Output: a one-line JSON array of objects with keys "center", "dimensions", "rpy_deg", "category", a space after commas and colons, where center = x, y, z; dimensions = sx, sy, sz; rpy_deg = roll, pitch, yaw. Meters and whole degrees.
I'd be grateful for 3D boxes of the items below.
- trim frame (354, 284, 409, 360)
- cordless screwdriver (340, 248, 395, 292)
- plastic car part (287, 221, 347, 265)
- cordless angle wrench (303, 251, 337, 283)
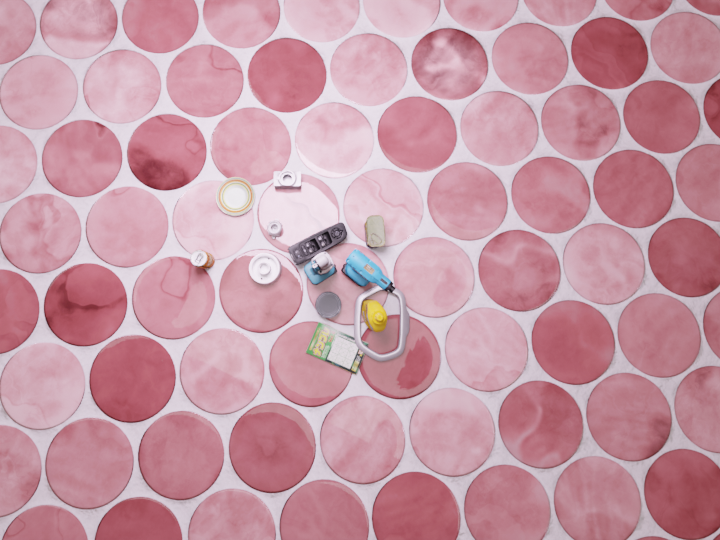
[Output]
[{"center": [0.070, 0.169, 1.376], "dimensions": [0.184, 0.027, 0.250], "rpy_deg": [1, 83, -1], "category": "trim frame"}, {"center": [0.021, 0.011, 1.283], "dimensions": [0.160, 0.249, 0.074], "rpy_deg": [40, 84, -1], "category": "cordless screwdriver"}, {"center": [-0.135, -0.088, 1.384], "dimensions": [0.202, 0.067, 0.067], "rpy_deg": [-28, 87, -4], "category": "plastic car part"}, {"center": [-0.111, -0.013, 1.197], "dimensions": [0.097, 0.423, 0.075], "rpy_deg": [-33, 91, -7], "category": "cordless angle wrench"}]
